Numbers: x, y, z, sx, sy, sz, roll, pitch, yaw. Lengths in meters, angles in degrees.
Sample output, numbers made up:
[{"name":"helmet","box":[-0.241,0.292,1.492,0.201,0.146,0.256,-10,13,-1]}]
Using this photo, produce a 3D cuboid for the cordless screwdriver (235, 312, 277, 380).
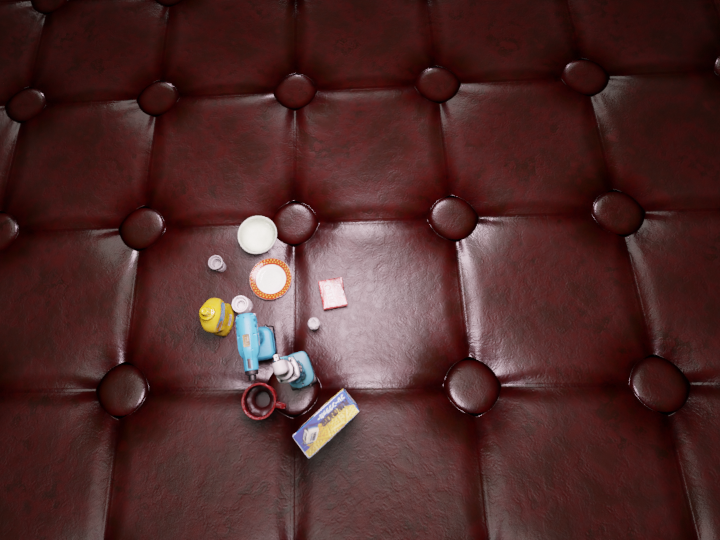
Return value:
[{"name":"cordless screwdriver","box":[-0.274,0.209,1.120,0.074,0.244,0.163,-10,75,-4]}]

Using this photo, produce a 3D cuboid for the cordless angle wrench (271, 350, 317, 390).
[{"name":"cordless angle wrench","box":[-0.164,0.239,1.015,0.074,0.415,0.100,-20,77,-6]}]
